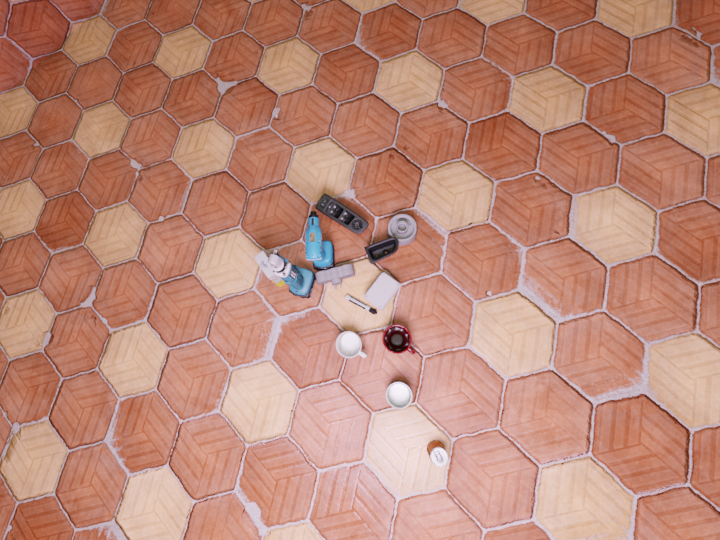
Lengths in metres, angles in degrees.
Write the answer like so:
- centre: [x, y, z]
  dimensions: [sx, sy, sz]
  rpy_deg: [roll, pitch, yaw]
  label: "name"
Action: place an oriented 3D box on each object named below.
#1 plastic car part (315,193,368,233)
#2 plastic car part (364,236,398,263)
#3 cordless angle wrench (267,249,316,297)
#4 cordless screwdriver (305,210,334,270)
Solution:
- centre: [-0.065, -0.196, 1.533]
  dimensions: [0.209, 0.065, 0.066]
  rpy_deg: [33, 83, 16]
  label: "plastic car part"
- centre: [0.080, -0.067, 1.472]
  dimensions: [0.117, 0.069, 0.068]
  rpy_deg: [-22, 75, 3]
  label: "plastic car part"
- centre: [-0.220, 0.011, 1.325]
  dimensions: [0.076, 0.412, 0.098]
  rpy_deg: [16, 80, 8]
  label: "cordless angle wrench"
- centre: [-0.139, -0.091, 1.426]
  dimensions: [0.075, 0.242, 0.162]
  rpy_deg: [-3, 77, 4]
  label: "cordless screwdriver"
